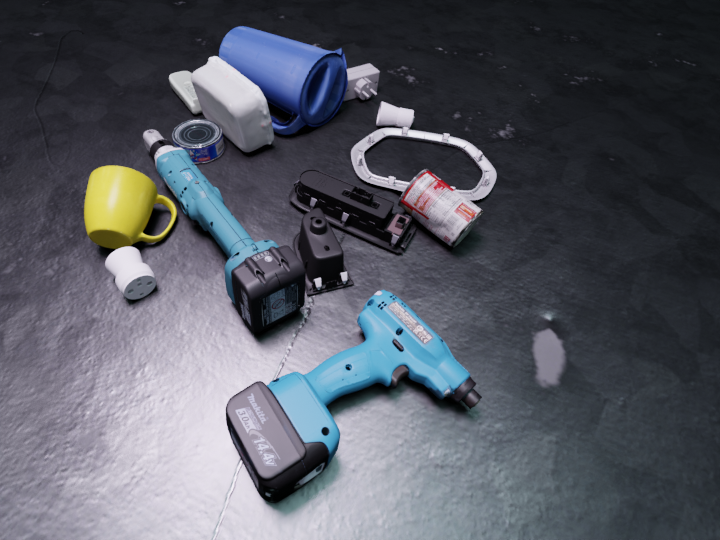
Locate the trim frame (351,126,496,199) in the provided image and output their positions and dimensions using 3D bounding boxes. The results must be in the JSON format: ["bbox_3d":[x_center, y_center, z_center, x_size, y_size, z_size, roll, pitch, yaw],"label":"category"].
[{"bbox_3d":[0.107,-0.187,0.725,0.251,0.027,0.187,11,53,4],"label":"trim frame"}]

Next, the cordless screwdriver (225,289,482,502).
[{"bbox_3d":[-0.003,0.134,0.436,0.243,0.072,0.167,-31,60,-29],"label":"cordless screwdriver"}]

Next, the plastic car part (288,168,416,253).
[{"bbox_3d":[-0.018,-0.097,0.629,0.210,0.065,0.066,23,60,18],"label":"plastic car part"}]

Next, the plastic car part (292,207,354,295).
[{"bbox_3d":[-0.056,-0.036,0.570,0.065,0.069,0.122,-13,56,-17],"label":"plastic car part"}]

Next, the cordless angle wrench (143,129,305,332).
[{"bbox_3d":[-0.225,-0.096,0.600,0.072,0.095,0.445,-26,54,-28],"label":"cordless angle wrench"}]
